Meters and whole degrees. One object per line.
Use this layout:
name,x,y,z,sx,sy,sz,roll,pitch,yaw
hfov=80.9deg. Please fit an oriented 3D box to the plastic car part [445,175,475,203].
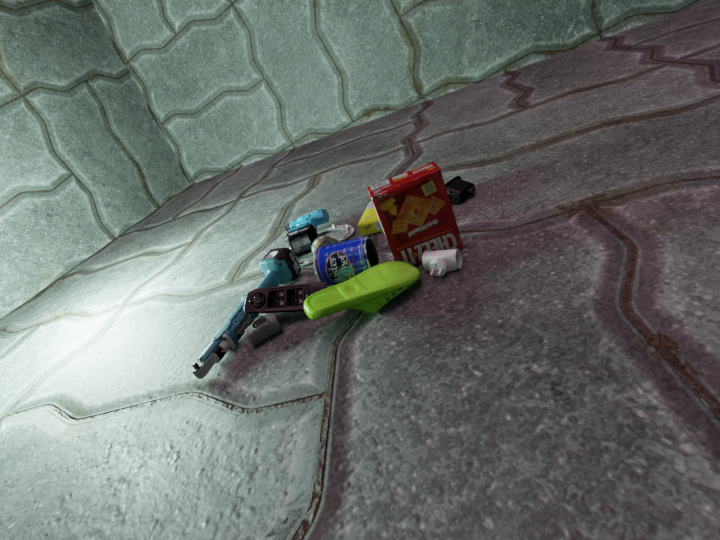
plastic car part,0.293,-0.231,1.232,0.075,0.063,0.114,25,49,39

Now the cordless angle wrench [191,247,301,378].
cordless angle wrench,-0.285,0.100,1.069,0.077,0.094,0.423,-7,35,31

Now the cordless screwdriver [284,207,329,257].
cordless screwdriver,-0.191,-0.124,1.360,0.162,0.072,0.252,-18,23,12

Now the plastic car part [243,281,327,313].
plastic car part,-0.178,0.071,1.018,0.204,0.067,0.065,-4,-14,4

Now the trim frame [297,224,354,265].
trim frame,-0.131,-0.085,1.336,0.244,0.026,0.194,-35,30,-25
